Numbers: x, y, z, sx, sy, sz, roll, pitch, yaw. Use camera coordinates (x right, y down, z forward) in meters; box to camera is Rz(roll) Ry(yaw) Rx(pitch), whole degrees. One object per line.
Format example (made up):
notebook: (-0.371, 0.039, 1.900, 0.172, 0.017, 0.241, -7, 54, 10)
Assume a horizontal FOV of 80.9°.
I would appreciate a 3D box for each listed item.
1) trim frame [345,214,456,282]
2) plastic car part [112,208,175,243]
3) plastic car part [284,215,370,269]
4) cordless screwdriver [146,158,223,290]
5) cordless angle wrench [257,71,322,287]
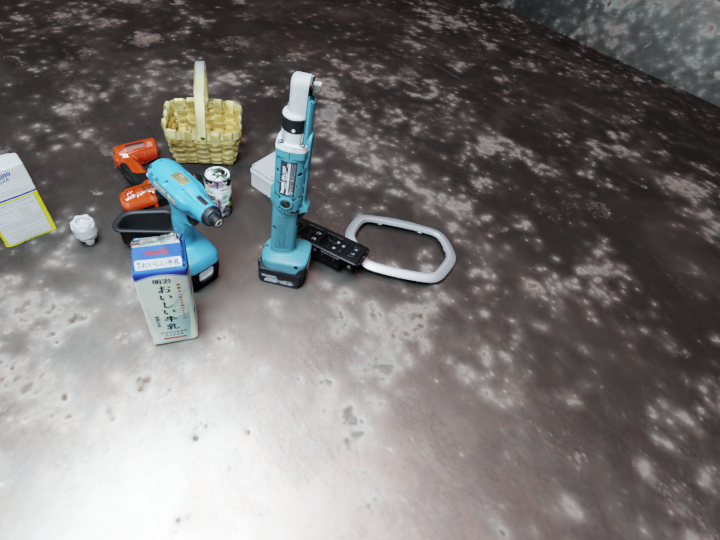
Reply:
trim frame: (0.088, -0.053, 0.928, 0.248, 0.027, 0.188, 9, 49, -1)
plastic car part: (-0.423, -0.078, 0.842, 0.114, 0.069, 0.069, -4, 52, -14)
plastic car part: (-0.086, -0.056, 0.878, 0.209, 0.065, 0.066, 29, 51, 15)
cordless screwdriver: (-0.288, -0.058, 0.731, 0.166, 0.244, 0.073, 40, 53, 20)
cordless angle wrench: (-0.117, -0.126, 0.703, 0.098, 0.415, 0.076, 15, 49, -2)
